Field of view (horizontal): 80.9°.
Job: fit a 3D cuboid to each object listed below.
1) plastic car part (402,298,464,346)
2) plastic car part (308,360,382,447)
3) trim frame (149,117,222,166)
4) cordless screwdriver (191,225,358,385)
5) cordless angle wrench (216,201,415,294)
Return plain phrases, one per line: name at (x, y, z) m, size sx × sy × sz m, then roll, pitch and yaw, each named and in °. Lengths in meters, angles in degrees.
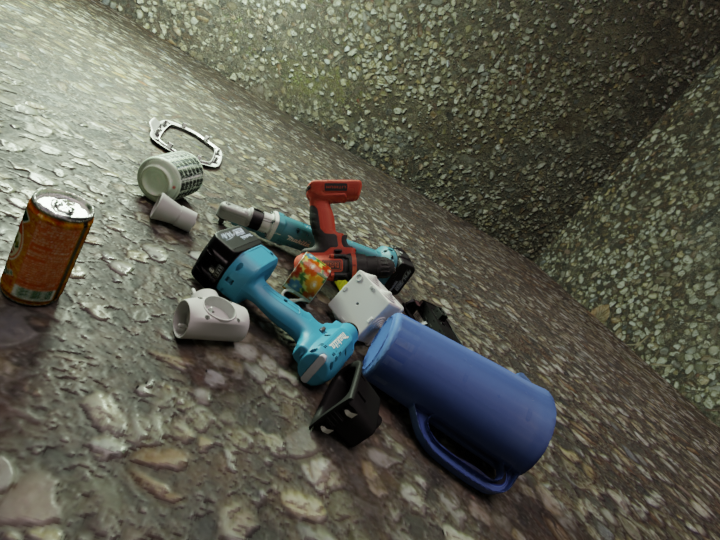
plastic car part at (0.153, 0.118, 0.850) m, size 0.063 × 0.067 × 0.211 m, roll 32°, pitch 21°, yaw -26°
plastic car part at (-0.005, 0.164, 0.509) m, size 0.071 × 0.066 × 0.115 m, roll 50°, pitch 17°, yaw 0°
trim frame at (-0.426, -0.318, 1.039) m, size 0.177 × 0.027 × 0.258 m, roll 23°, pitch 23°, yaw -22°
cordless screwdriver at (-0.110, 0.041, 0.609) m, size 0.254 × 0.074 × 0.155 m, roll 41°, pitch 20°, yaw 10°
cordless angle wrench at (-0.083, -0.055, 0.852) m, size 0.405 × 0.098 × 0.078 m, roll 19°, pitch 27°, yaw -25°
